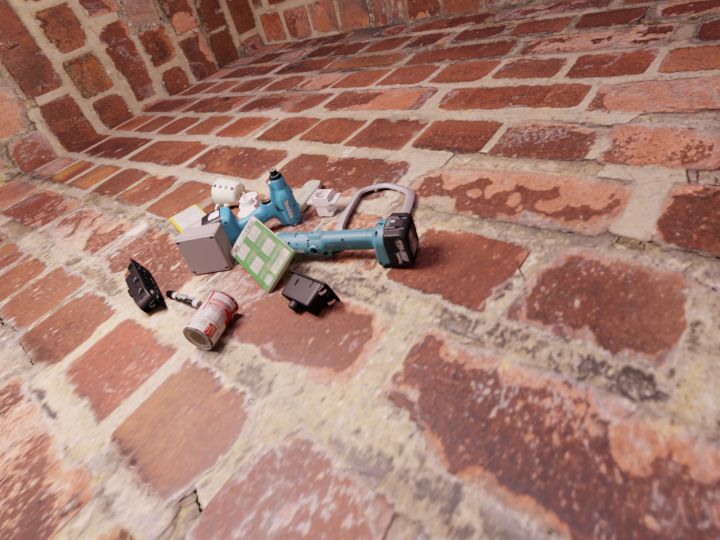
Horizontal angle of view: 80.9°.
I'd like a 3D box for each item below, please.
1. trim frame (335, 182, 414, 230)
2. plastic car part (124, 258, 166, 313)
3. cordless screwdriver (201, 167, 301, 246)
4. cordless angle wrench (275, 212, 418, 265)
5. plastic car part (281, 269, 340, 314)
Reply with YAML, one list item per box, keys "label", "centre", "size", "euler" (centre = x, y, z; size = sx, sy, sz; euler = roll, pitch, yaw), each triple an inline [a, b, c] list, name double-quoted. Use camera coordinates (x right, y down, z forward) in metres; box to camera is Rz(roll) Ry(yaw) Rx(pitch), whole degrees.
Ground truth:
- label: "trim frame"
  centre: [0.033, -0.145, 1.030]
  size: [0.191, 0.026, 0.250]
  euler: [1, 44, 23]
- label: "plastic car part"
  centre: [-0.528, 0.042, 1.021]
  size: [0.066, 0.063, 0.215]
  euler: [-44, 44, -16]
- label: "cordless screwdriver"
  centre: [-0.286, -0.151, 1.072]
  size: [0.249, 0.152, 0.078]
  euler: [-21, 37, 0]
- label: "cordless angle wrench"
  centre: [-0.092, -0.060, 0.936]
  size: [0.440, 0.093, 0.075]
  euler: [-1, 44, 27]
- label: "plastic car part"
  centre: [-0.111, 0.050, 0.839]
  size: [0.123, 0.062, 0.071]
  euler: [15, 63, 40]
